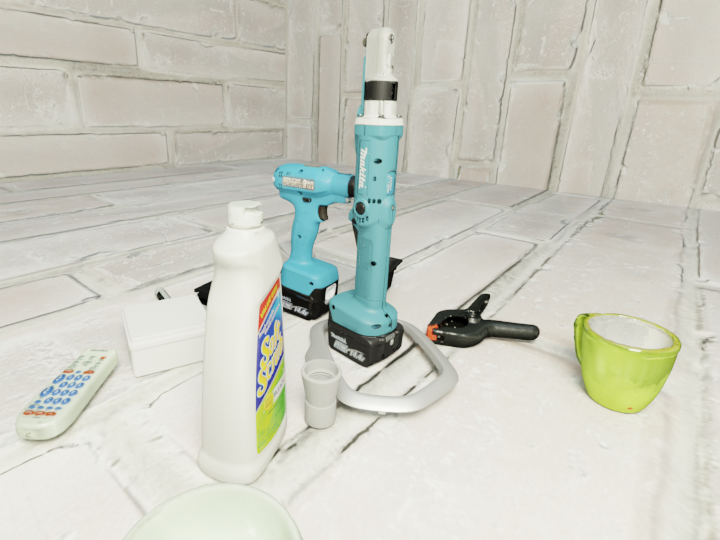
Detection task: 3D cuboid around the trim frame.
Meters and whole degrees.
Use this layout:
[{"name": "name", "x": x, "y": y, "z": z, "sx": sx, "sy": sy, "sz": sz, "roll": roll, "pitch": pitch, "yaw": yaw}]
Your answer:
[{"name": "trim frame", "x": 0.018, "y": 0.115, "z": 0.576, "sx": 0.180, "sy": 0.027, "sz": 0.259, "roll": -4, "pitch": 21, "yaw": -15}]

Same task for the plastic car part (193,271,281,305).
[{"name": "plastic car part", "x": -0.197, "y": 0.032, "z": 0.726, "sx": 0.068, "sy": 0.066, "sz": 0.200, "roll": 8, "pitch": 21, "yaw": 15}]

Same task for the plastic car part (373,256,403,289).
[{"name": "plastic car part", "x": 0.030, "y": 0.018, "z": 0.775, "sx": 0.068, "sy": 0.069, "sz": 0.115, "roll": 9, "pitch": 21, "yaw": 18}]

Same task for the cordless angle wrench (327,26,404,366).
[{"name": "cordless angle wrench", "x": 0.016, "y": -0.083, "z": 0.551, "sx": 0.103, "sy": 0.415, "sz": 0.071, "roll": 19, "pitch": 24, "yaw": 41}]

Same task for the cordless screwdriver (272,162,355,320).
[{"name": "cordless screwdriver", "x": -0.067, "y": -0.044, "z": 0.685, "sx": 0.167, "sy": 0.244, "sz": 0.072, "roll": 13, "pitch": 21, "yaw": 29}]
